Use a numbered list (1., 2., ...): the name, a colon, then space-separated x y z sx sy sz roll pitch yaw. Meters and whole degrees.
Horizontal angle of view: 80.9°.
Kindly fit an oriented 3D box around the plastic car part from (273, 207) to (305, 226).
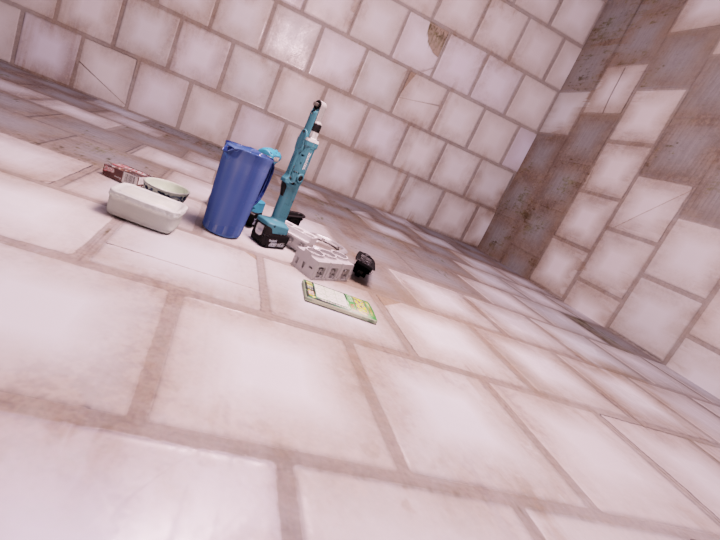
1. plastic car part: -0.243 -0.167 1.442 0.070 0.070 0.110 35 18 36

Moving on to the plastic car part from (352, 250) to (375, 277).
1. plastic car part: 0.009 -0.016 1.299 0.066 0.067 0.203 24 14 -2

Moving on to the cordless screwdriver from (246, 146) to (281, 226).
1. cordless screwdriver: -0.316 -0.266 1.330 0.075 0.247 0.159 25 14 0

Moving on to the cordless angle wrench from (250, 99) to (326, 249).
1. cordless angle wrench: -0.185 -0.263 1.173 0.078 0.421 0.093 34 16 34

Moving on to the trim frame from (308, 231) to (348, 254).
1. trim frame: -0.139 -0.091 1.418 0.190 0.027 0.243 27 15 13
